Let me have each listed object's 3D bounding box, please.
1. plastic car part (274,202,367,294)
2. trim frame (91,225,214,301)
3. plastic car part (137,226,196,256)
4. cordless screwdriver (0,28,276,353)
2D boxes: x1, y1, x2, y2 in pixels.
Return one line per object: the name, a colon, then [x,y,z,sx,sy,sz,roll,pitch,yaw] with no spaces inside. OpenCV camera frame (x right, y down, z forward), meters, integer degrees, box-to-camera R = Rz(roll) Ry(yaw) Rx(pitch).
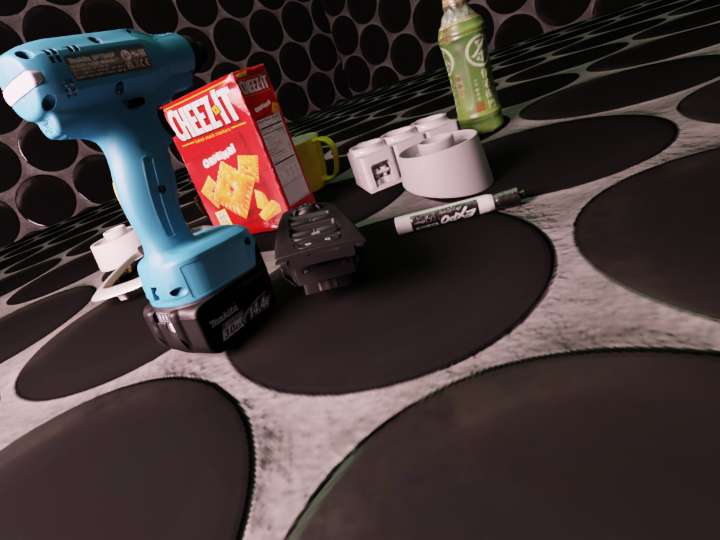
plastic car part: [-0.038,-0.025,0.389,0.066,0.065,0.210,-22,23,-3]
trim frame: [-0.306,-0.016,0.639,0.183,0.027,0.258,-24,24,-5]
plastic car part: [-0.208,-0.007,0.488,0.065,0.069,0.122,-30,24,-23]
cordless screwdriver: [-0.145,-0.067,0.349,0.078,0.241,0.157,-5,26,35]
